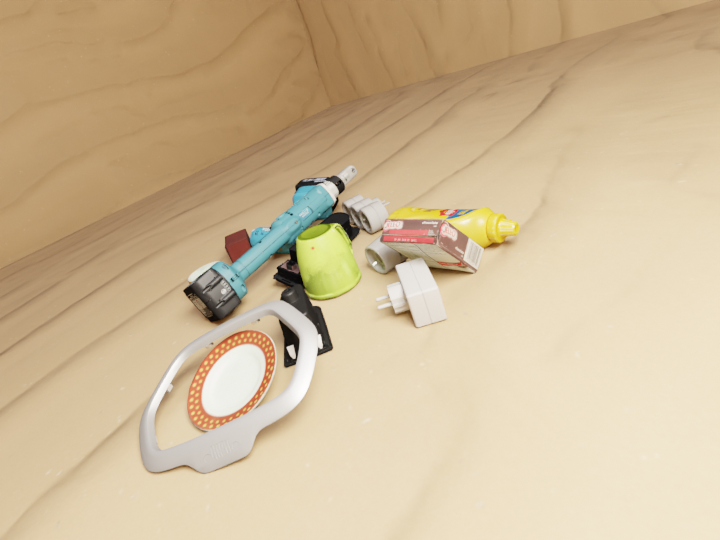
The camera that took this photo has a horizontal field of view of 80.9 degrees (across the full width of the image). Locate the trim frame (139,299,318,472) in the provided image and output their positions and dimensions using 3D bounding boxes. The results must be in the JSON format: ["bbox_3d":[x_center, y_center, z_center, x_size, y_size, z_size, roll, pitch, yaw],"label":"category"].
[{"bbox_3d":[-0.154,0.127,0.484,0.251,0.026,0.192,-27,39,9],"label":"trim frame"}]

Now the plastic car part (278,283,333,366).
[{"bbox_3d":[-0.084,0.060,0.565,0.066,0.068,0.121,-21,28,-1],"label":"plastic car part"}]

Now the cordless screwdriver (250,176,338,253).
[{"bbox_3d":[-0.115,-0.120,0.929,0.166,0.071,0.248,3,38,25],"label":"cordless screwdriver"}]

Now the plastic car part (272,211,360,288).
[{"bbox_3d":[-0.075,-0.049,0.763,0.070,0.065,0.199,12,37,32],"label":"plastic car part"}]

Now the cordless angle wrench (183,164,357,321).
[{"bbox_3d":[-0.136,-0.079,0.784,0.419,0.073,0.101,-48,15,-30],"label":"cordless angle wrench"}]
